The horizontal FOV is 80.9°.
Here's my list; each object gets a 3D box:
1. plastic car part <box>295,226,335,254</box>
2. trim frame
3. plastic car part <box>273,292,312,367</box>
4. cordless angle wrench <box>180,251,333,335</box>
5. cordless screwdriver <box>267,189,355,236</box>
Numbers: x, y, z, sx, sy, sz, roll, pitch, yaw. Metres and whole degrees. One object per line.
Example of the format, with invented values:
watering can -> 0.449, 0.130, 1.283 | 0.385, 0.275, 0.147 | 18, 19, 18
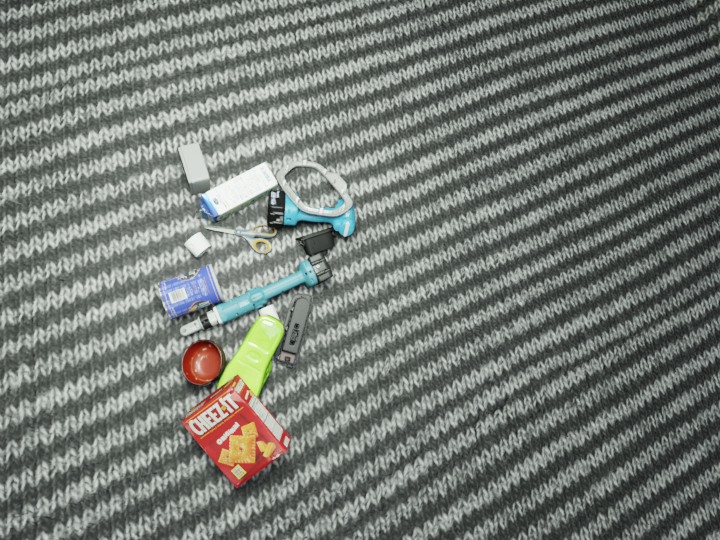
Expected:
plastic car part -> -0.118, -0.077, 1.209 | 0.114, 0.068, 0.070 | -16, 100, -18
trim frame -> -0.129, -0.238, 1.193 | 0.178, 0.027, 0.261 | -18, 53, -30
plastic car part -> -0.179, 0.156, 1.148 | 0.066, 0.067, 0.205 | 15, 74, -3
cordless angle wrench -> -0.279, 0.074, 1.131 | 0.418, 0.098, 0.075 | -25, 87, -11
cordless screwdriver -> -0.139, -0.177, 1.201 | 0.247, 0.073, 0.164 | 7, 42, -5
